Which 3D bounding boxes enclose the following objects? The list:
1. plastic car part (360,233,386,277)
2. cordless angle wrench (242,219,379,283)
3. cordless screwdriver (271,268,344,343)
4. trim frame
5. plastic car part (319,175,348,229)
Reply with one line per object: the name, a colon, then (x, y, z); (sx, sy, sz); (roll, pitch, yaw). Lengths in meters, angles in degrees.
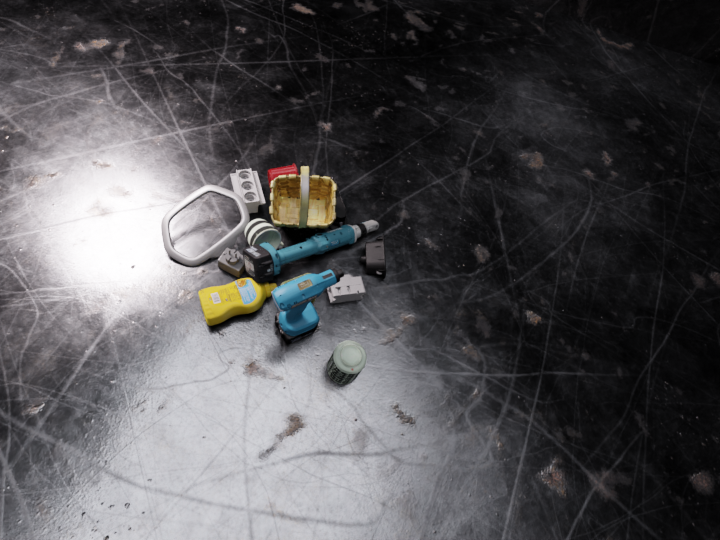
plastic car part: (0.037, -0.038, 1.199); (0.072, 0.064, 0.119); (0, 61, 5)
cordless angle wrench: (-0.114, -0.075, 1.165); (0.410, 0.072, 0.104); (-21, 31, -30)
cordless screwdriver: (-0.123, 0.079, 0.978); (0.156, 0.245, 0.077); (-23, 69, -20)
trim frame: (-0.420, -0.123, 1.146); (0.246, 0.028, 0.185); (-42, 88, -17)
plastic car part: (-0.082, -0.215, 1.283); (0.064, 0.067, 0.210); (-5, 62, -24)
